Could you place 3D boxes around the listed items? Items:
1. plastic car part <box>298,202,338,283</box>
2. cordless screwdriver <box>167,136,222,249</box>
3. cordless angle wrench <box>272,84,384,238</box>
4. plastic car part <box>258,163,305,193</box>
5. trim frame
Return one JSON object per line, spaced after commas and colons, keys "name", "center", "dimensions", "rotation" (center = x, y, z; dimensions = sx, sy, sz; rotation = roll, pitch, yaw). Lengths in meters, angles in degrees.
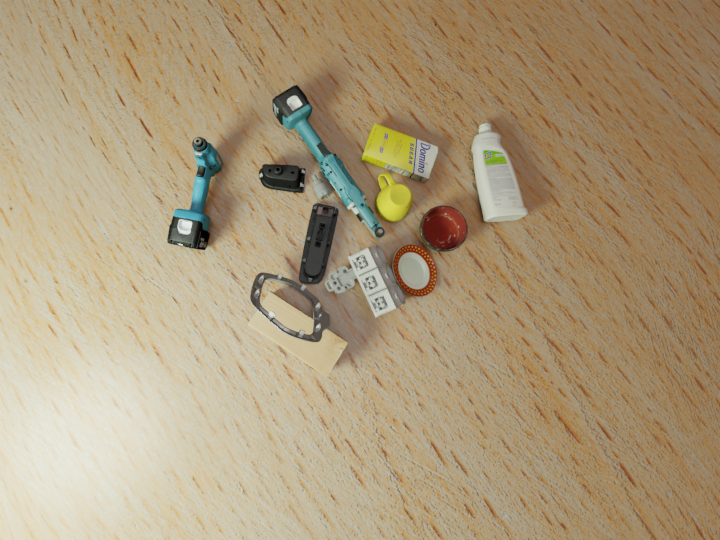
{"name": "plastic car part", "center": [-0.099, -0.065, 1.016], "dimensions": [0.065, 0.068, 0.204], "rotation": [13, 82, -10]}
{"name": "cordless screwdriver", "center": [-0.378, -0.175, 0.972], "dimensions": [0.074, 0.159, 0.250], "rotation": [11, 82, -6]}
{"name": "cordless angle wrench", "center": [-0.070, -0.256, 1.042], "dimensions": [0.074, 0.098, 0.425], "rotation": [-34, 88, -10]}
{"name": "plastic car part", "center": [-0.193, -0.235, 1.036], "dimensions": [0.115, 0.071, 0.066], "rotation": [6, 80, -6]}
{"name": "trim frame", "center": [-0.148, 0.070, 0.904], "dimensions": [0.180, 0.254, 0.027], "rotation": [29, 104, -13]}
